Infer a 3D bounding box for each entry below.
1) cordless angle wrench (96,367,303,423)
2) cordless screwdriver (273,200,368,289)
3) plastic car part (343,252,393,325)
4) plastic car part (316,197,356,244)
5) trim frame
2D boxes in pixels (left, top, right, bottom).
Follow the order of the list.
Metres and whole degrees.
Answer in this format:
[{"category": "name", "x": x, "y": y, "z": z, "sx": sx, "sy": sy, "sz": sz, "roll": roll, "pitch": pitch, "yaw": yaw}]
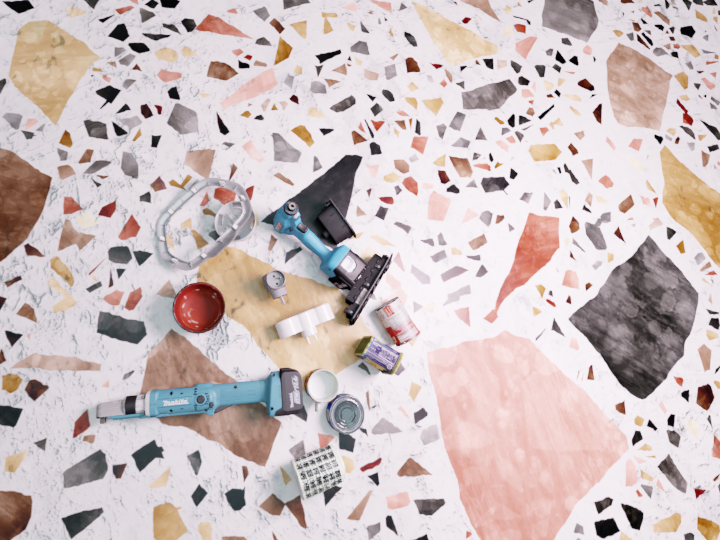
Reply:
[{"category": "cordless angle wrench", "x": -0.337, "y": 0.275, "z": 0.904, "sx": 0.416, "sy": 0.074, "sz": 0.099, "roll": -3, "pitch": 78, "yaw": -10}, {"category": "cordless screwdriver", "x": -0.097, "y": -0.063, "z": 0.991, "sx": 0.248, "sy": 0.161, "sz": 0.074, "roll": 41, "pitch": 71, "yaw": -3}, {"category": "plastic car part", "x": 0.014, "y": 0.035, "z": 1.045, "sx": 0.070, "sy": 0.064, "sz": 0.202, "roll": 30, "pitch": 72, "yaw": 21}, {"category": "plastic car part", "x": -0.069, "y": -0.115, "z": 1.067, "sx": 0.071, "sy": 0.066, "sz": 0.117, "roll": -33, "pitch": 89, "yaw": -3}, {"category": "trim frame", "x": -0.368, "y": -0.113, "z": 0.985, "sx": 0.247, "sy": 0.027, "sz": 0.190, "roll": -43, "pitch": 74, "yaw": -7}]
